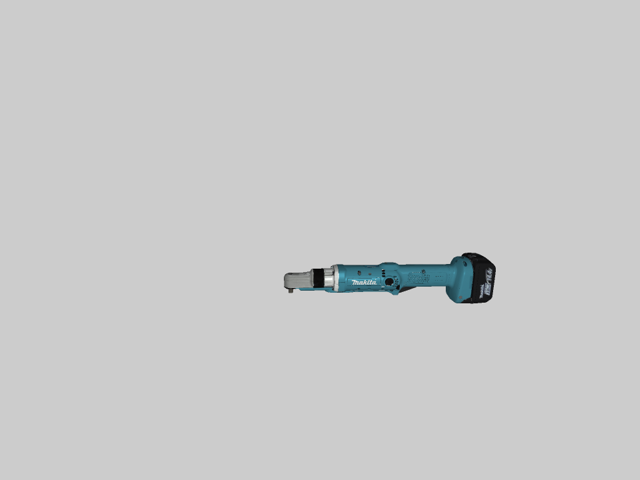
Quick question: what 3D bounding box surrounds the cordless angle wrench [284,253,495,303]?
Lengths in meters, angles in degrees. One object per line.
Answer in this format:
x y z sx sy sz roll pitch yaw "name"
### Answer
0.137 0.079 0.872 0.423 0.098 0.074 0 16 -4 "cordless angle wrench"
